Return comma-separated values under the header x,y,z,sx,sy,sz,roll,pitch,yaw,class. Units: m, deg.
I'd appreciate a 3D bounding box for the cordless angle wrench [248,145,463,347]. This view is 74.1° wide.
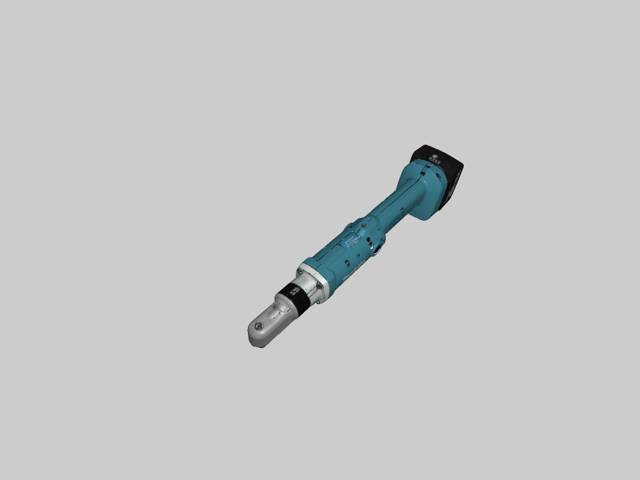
x,y,z,sx,sy,sz,roll,pitch,yaw,class
0.059,0.000,0.595,0.074,0.098,0.421,35,55,23,cordless angle wrench
